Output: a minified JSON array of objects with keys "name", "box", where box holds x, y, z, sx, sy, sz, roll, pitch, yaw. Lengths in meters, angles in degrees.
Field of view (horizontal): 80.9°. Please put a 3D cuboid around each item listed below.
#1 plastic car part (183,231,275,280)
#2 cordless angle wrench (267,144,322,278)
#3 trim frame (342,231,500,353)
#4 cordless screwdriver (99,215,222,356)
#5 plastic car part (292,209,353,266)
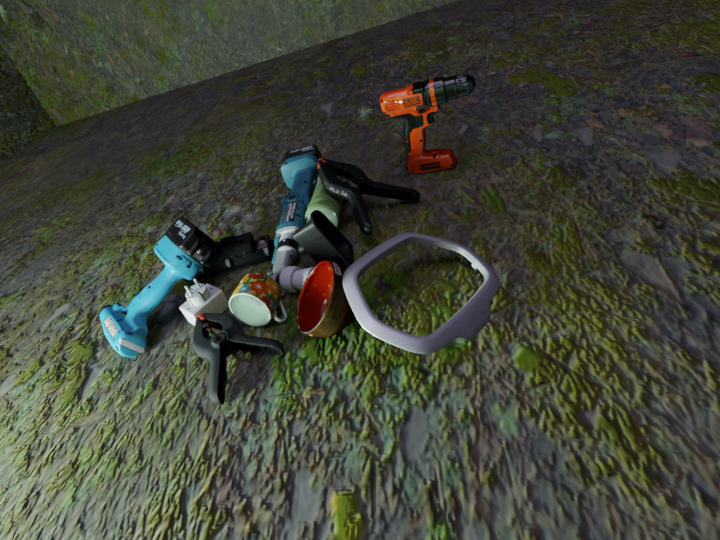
[{"name":"plastic car part","box":[-0.269,-0.030,0.837,0.205,0.064,0.069,-19,44,6]},{"name":"cordless angle wrench","box":[-0.137,-0.134,0.897,0.100,0.071,0.435,-12,40,10]},{"name":"trim frame","box":[0.087,0.021,0.582,0.193,0.027,0.242,33,45,26]},{"name":"cordless screwdriver","box":[-0.375,0.019,0.769,0.168,0.070,0.248,23,74,43]},{"name":"plastic car part","box":[-0.072,-0.047,0.734,0.072,0.111,0.068,-33,30,23]}]
